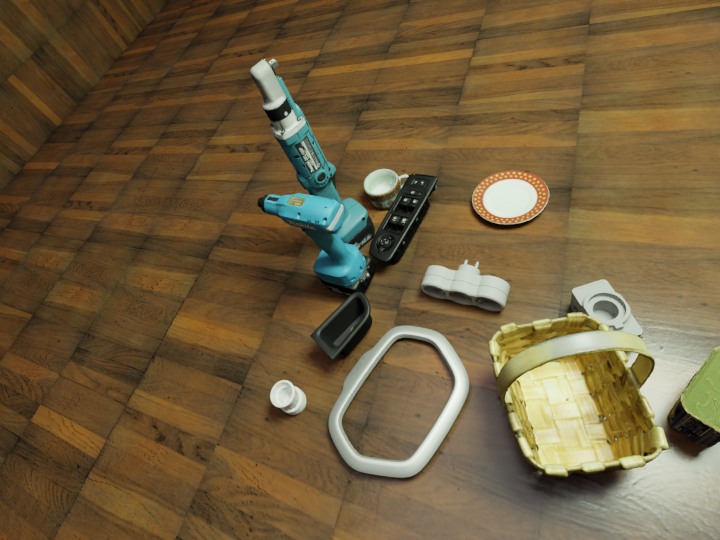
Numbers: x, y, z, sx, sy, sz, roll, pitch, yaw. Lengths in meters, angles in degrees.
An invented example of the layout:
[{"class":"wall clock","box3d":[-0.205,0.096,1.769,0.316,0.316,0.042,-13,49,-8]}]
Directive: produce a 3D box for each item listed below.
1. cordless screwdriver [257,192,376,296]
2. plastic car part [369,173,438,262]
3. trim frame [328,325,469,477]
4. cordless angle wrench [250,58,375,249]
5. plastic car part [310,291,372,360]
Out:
[{"class":"cordless screwdriver","box3d":[-0.074,-0.048,0.756,0.167,0.236,0.074,16,65,30]},{"class":"plastic car part","box3d":[0.084,-0.095,0.827,0.070,0.063,0.203,21,68,33]},{"class":"trim frame","box3d":[0.057,0.197,0.666,0.194,0.026,0.248,25,71,35]},{"class":"cordless angle wrench","box3d":[-0.080,-0.174,0.738,0.097,0.401,0.078,-40,52,-7]},{"class":"plastic car part","box3d":[-0.018,0.102,0.738,0.116,0.067,0.070,-45,52,-10]}]
